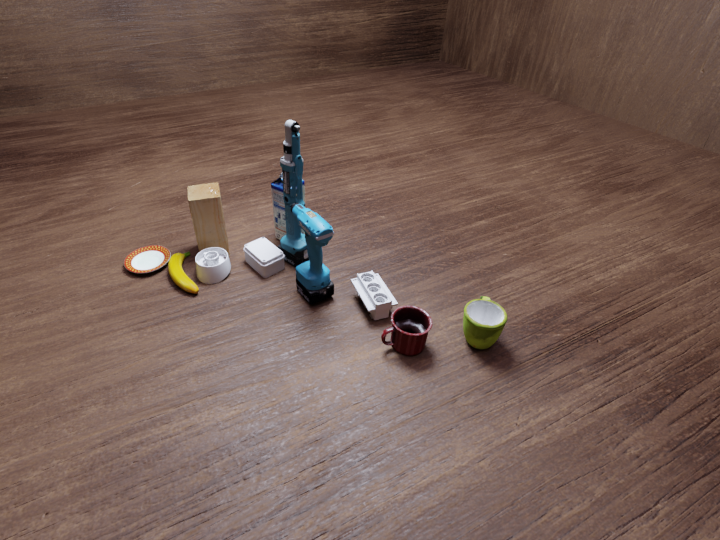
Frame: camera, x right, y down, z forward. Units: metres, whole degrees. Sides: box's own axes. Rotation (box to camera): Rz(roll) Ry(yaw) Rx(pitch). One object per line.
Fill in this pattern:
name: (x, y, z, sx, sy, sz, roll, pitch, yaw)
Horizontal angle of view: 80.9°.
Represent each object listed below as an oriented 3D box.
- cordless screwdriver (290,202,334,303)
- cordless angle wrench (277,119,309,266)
cordless screwdriver: (-0.132, -0.046, 1.089, 0.072, 0.241, 0.168, -20, 43, -28)
cordless angle wrench: (-0.182, -0.201, 1.148, 0.103, 0.411, 0.073, 30, 44, 29)
